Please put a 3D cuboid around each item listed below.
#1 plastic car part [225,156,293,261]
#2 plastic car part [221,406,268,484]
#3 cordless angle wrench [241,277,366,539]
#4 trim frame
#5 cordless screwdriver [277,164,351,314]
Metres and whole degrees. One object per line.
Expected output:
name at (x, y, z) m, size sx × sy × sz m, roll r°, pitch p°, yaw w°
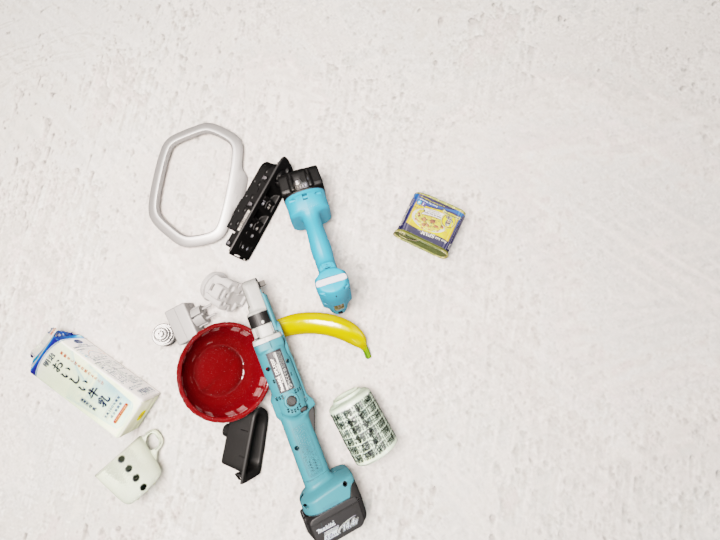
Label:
plastic car part at (-0.191, -0.121, 0.785) m, size 0.071 × 0.063 × 0.203 m, roll 29°, pitch 86°, yaw 31°
plastic car part at (-0.205, 0.290, 0.729) m, size 0.073 × 0.063 × 0.117 m, roll 2°, pitch 79°, yaw 17°
cordless angle wrench at (-0.115, 0.214, 0.703) m, size 0.096 × 0.075 × 0.428 m, roll -20°, pitch 83°, yaw -17°
trim frame at (-0.312, -0.166, 0.815) m, size 0.186 × 0.027 × 0.250 m, roll 7°, pitch 81°, yaw 7°
cordless screwdriver at (-0.072, -0.047, 0.737) m, size 0.074 × 0.154 × 0.257 m, roll -17°, pitch 67°, yaw -4°
